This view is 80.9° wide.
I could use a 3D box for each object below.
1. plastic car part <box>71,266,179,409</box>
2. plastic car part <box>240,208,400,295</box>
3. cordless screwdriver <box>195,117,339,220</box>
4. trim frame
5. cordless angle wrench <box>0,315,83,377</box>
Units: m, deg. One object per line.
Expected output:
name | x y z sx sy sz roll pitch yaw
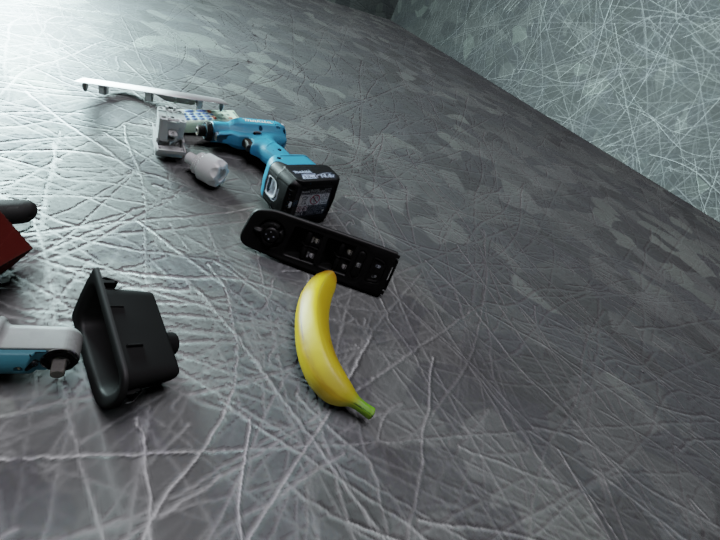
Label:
plastic car part | -0.197 0.061 0.368 0.067 0.066 0.122 1 43 -52
plastic car part | -0.055 -0.036 0.561 0.200 0.066 0.069 17 27 -9
cordless screwdriver | -0.154 -0.175 0.674 0.152 0.073 0.262 -8 43 -36
trim frame | -0.339 -0.288 0.694 0.251 0.027 0.185 8 20 4
cordless angle wrench | -0.412 0.042 0.262 0.406 0.074 0.103 6 40 -26
